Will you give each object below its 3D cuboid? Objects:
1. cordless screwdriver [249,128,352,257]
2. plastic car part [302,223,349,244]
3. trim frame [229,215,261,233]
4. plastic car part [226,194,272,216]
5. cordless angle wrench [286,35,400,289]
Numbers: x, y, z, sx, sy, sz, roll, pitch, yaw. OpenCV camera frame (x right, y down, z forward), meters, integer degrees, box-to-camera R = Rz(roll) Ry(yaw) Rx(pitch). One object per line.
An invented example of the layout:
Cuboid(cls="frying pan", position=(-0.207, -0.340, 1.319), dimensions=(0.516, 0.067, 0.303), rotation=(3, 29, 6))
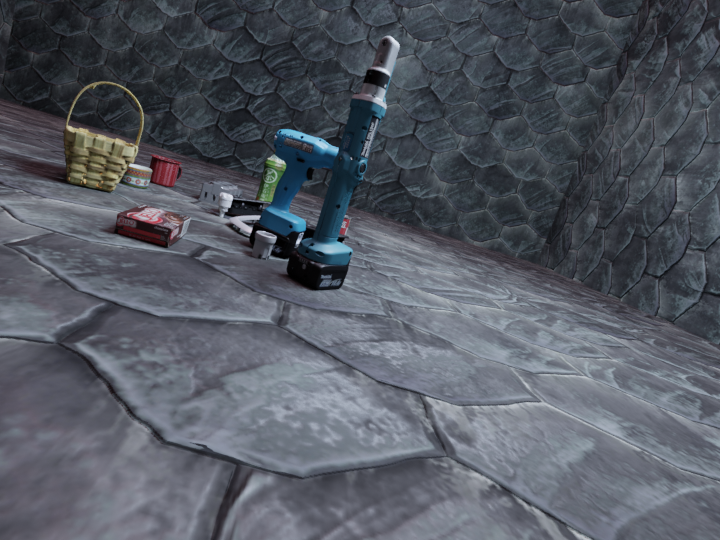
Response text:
Cuboid(cls="cordless screwdriver", position=(-0.123, -0.147, 0.857), dimensions=(0.162, 0.247, 0.073), rotation=(20, 10, 10))
Cuboid(cls="plastic car part", position=(-0.092, -0.060, 0.936), dimensions=(0.120, 0.070, 0.064), rotation=(21, 11, 16))
Cuboid(cls="trim frame", position=(-0.218, -0.101, 1.054), dimensions=(0.190, 0.027, 0.242), rotation=(20, 12, 14))
Cuboid(cls="plastic car part", position=(-0.301, -0.176, 1.187), dimensions=(0.193, 0.066, 0.070), rotation=(8, 14, -40))
Cuboid(cls="cordless angle wrench", position=(-0.017, -0.176, 0.712), dimensions=(0.078, 0.420, 0.093), rotation=(25, 12, 33))
